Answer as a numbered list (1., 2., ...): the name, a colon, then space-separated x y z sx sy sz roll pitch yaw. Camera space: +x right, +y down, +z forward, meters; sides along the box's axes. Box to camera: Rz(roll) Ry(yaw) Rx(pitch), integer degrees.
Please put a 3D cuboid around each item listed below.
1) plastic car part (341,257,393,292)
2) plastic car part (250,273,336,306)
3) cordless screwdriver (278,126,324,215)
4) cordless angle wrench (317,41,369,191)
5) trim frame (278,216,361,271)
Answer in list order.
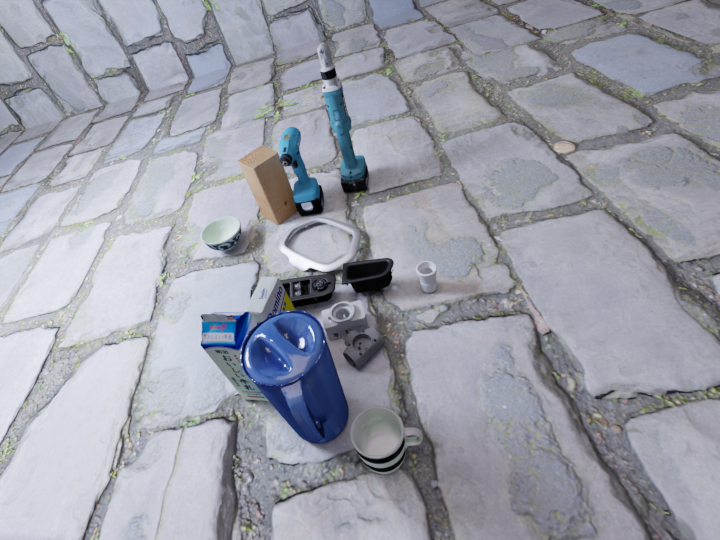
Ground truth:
1. plastic car part: 0.022 0.018 0.957 0.119 0.068 0.068 -7 44 13
2. plastic car part: -0.151 0.058 0.983 0.205 0.064 0.069 -13 43 7
3. cordless screwdriver: -0.170 -0.258 1.181 0.075 0.238 0.164 -8 43 9
4. cordless angle wrench: -0.053 -0.409 1.170 0.076 0.404 0.100 -3 44 14
5. trim frame: -0.110 -0.072 1.127 0.263 0.026 0.182 24 58 37
